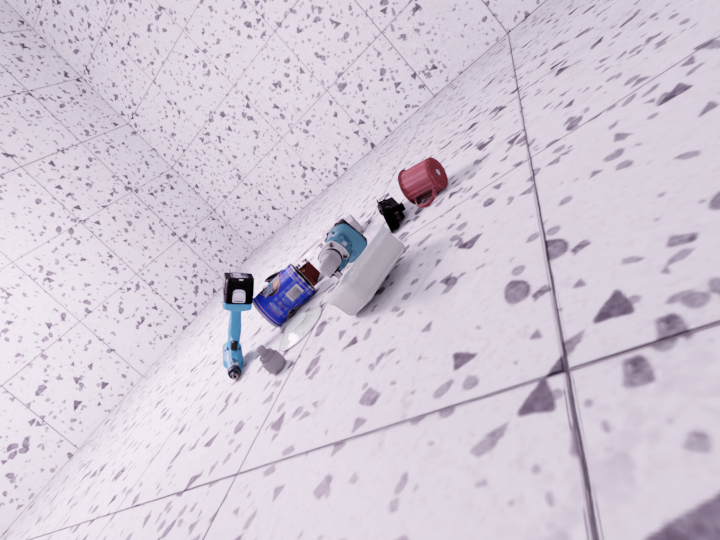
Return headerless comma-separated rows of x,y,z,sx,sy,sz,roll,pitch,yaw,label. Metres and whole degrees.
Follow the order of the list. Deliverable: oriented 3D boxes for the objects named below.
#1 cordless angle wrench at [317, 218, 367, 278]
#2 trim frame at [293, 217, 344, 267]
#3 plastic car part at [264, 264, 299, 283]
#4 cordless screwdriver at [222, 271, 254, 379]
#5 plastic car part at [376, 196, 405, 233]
-0.044,-0.043,0.883,0.074,0.098,0.423,-50,4,10,cordless angle wrench
-0.118,-0.077,1.208,0.183,0.027,0.252,-50,8,-23,trim frame
-0.238,0.034,1.345,0.117,0.069,0.067,-25,14,7,plastic car part
-0.313,0.136,1.061,0.165,0.072,0.246,-142,58,-67,cordless screwdriver
0.076,-0.155,1.076,0.067,0.065,0.207,-33,16,3,plastic car part
